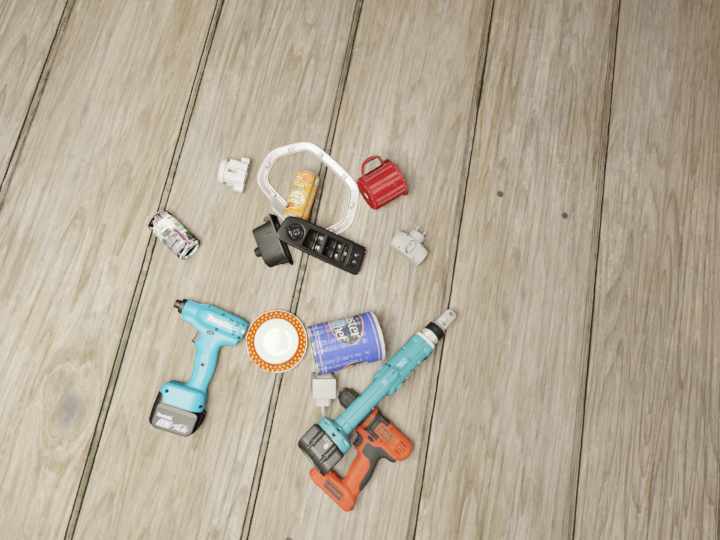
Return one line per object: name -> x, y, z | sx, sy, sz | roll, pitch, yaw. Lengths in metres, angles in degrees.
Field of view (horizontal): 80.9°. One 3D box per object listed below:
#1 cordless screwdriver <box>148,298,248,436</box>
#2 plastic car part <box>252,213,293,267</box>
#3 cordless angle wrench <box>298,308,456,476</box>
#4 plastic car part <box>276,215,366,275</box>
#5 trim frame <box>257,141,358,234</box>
cordless screwdriver -> -0.347, 0.188, 0.854 | 0.159, 0.074, 0.250 | 22, 76, -1
plastic car part -> -0.198, -0.057, 0.917 | 0.071, 0.065, 0.117 | -18, 87, 6
cordless angle wrench -> 0.056, 0.215, 0.840 | 0.077, 0.096, 0.417 | 42, 66, 16
plastic car part -> -0.089, -0.058, 0.906 | 0.194, 0.070, 0.066 | 24, 86, -25
trim frame -> -0.116, -0.184, 0.957 | 0.249, 0.027, 0.183 | 44, 81, 2
